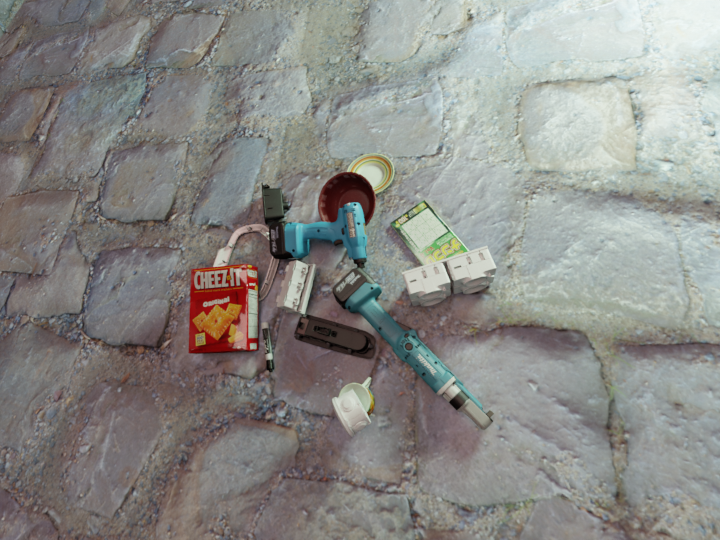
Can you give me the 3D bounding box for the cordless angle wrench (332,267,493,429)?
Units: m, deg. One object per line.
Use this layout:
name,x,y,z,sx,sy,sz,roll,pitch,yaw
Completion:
cordless angle wrench,0.107,0.168,0.924,0.098,0.071,0.442,-43,65,-4

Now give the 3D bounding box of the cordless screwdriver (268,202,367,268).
cordless screwdriver,-0.103,-0.068,1.058,0.256,0.071,0.160,-10,84,22

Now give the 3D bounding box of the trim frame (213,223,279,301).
trim frame,-0.312,-0.015,1.146,0.191,0.026,0.251,8,73,20

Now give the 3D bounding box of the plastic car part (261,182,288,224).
plastic car part,-0.238,-0.184,1.180,0.070,0.064,0.120,-10,69,-5

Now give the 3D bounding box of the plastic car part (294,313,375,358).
plastic car part,-0.062,0.149,0.987,0.210,0.064,0.067,14,66,18
